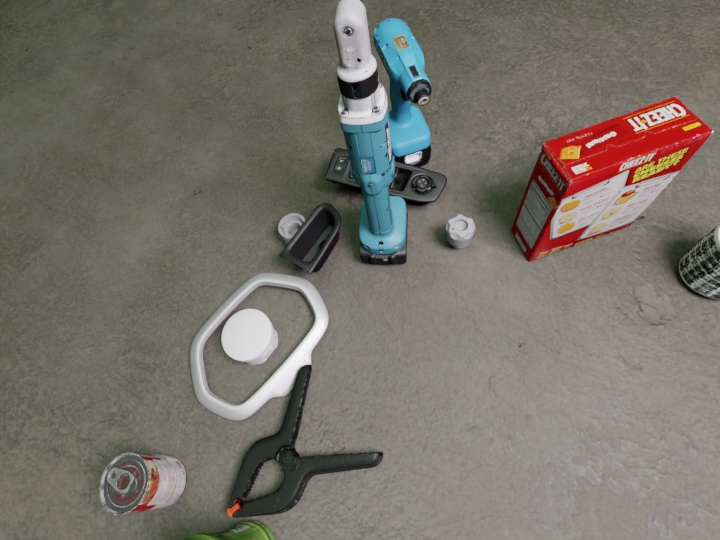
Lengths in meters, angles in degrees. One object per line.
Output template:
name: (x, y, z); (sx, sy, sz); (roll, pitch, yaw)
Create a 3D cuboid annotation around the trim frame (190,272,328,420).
trim frame: (-0.162, 0.111, 0.668); (0.193, 0.026, 0.247); (36, 76, 26)

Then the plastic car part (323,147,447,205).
plastic car part: (0.043, -0.152, 0.733); (0.210, 0.064, 0.067); (15, 68, 19)

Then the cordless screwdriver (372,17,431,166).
cordless screwdriver: (0.074, -0.249, 0.675); (0.074, 0.239, 0.165); (-17, 63, 1)

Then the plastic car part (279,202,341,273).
plastic car part: (-0.069, -0.045, 0.702); (0.069, 0.068, 0.116); (28, 72, 22)

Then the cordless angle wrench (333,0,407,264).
cordless angle wrench: (0.016, -0.132, 0.534); (0.076, 0.406, 0.100); (1, 65, 9)
